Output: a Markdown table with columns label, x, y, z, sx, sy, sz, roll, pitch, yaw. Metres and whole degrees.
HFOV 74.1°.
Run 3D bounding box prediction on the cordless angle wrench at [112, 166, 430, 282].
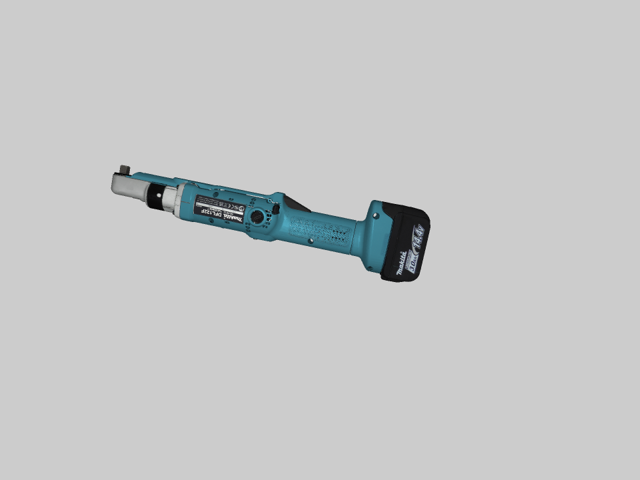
| label | x | y | z | sx | sy | sz | roll | pitch | yaw |
| --- | --- | --- | --- | --- | --- | --- | --- | --- | --- |
| cordless angle wrench | -0.076 | -0.033 | 0.563 | 0.423 | 0.098 | 0.074 | 12 | 6 | 4 |
